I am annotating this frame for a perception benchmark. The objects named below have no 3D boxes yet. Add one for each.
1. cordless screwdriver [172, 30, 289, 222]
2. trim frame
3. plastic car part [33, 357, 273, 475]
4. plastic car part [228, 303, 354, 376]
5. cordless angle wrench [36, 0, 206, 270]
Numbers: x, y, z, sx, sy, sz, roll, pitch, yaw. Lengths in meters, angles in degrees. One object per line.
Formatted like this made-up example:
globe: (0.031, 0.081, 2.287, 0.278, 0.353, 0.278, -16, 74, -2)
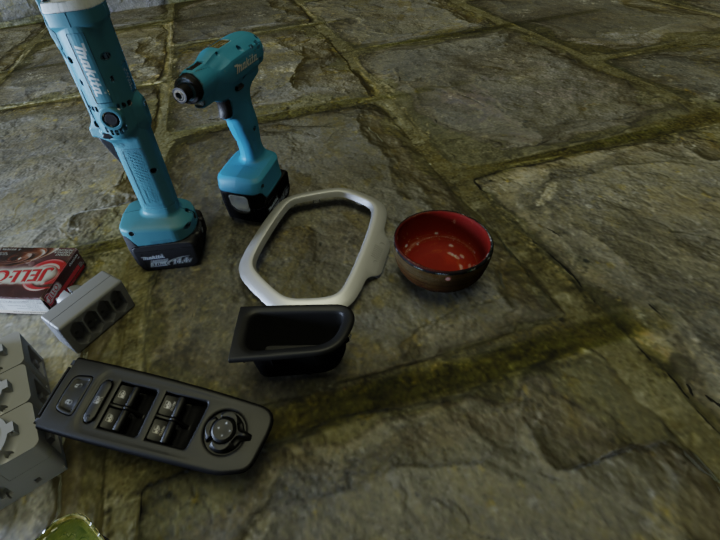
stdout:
cordless screwdriver: (-0.168, -0.170, 0.569, 0.076, 0.240, 0.160, 11, 45, 14)
trim frame: (-0.056, -0.036, 0.571, 0.189, 0.026, 0.251, 8, 46, 15)
plastic car part: (-0.176, 0.138, 0.376, 0.208, 0.064, 0.067, 6, 45, 13)
plastic car part: (-0.063, 0.077, 0.423, 0.117, 0.068, 0.068, -2, 44, 4)
cordless angle wrench: (-0.268, -0.175, 0.464, 0.098, 0.408, 0.077, -5, 43, -4)
